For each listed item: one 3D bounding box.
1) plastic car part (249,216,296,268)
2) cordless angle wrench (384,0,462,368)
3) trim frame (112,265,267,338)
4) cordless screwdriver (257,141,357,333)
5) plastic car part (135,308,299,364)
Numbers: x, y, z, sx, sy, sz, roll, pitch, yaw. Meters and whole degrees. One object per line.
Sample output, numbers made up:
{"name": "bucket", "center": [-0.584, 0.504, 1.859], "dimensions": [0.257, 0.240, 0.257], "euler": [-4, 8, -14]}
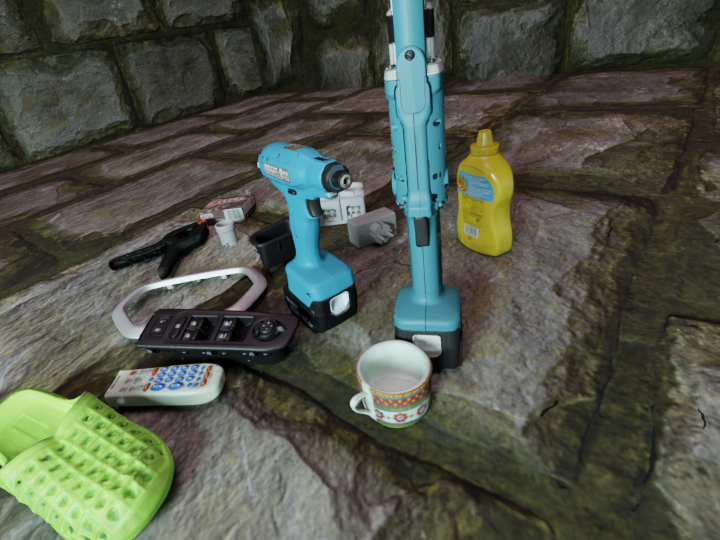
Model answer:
{"name": "plastic car part", "center": [-0.141, -0.043, 0.750], "dimensions": [0.070, 0.068, 0.114], "euler": [18, 40, 40]}
{"name": "cordless angle wrench", "center": [0.060, -0.087, 0.422], "dimensions": [0.076, 0.409, 0.099], "euler": [-1, 29, 14]}
{"name": "trim frame", "center": [-0.274, 0.045, 0.685], "dimensions": [0.247, 0.026, 0.191], "euler": [-13, 30, -4]}
{"name": "cordless screwdriver", "center": [-0.052, -0.034, 0.536], "dimensions": [0.072, 0.241, 0.168], "euler": [-25, 32, -29]}
{"name": "plastic car part", "center": [-0.176, 0.090, 0.540], "dimensions": [0.207, 0.065, 0.067], "euler": [-4, 30, 12]}
